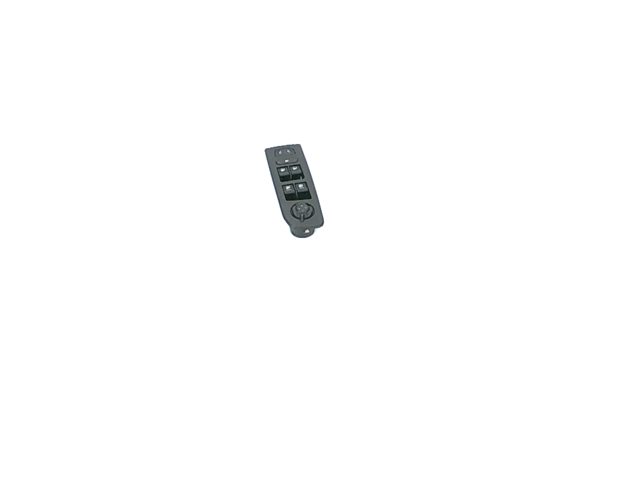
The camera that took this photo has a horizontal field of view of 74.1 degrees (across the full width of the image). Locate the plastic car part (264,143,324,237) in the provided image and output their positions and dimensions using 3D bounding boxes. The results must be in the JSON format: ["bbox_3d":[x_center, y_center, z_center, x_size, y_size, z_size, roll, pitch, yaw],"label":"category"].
[{"bbox_3d":[-0.046,-0.080,0.715,0.066,0.203,0.067,-5,-43,-16],"label":"plastic car part"}]
